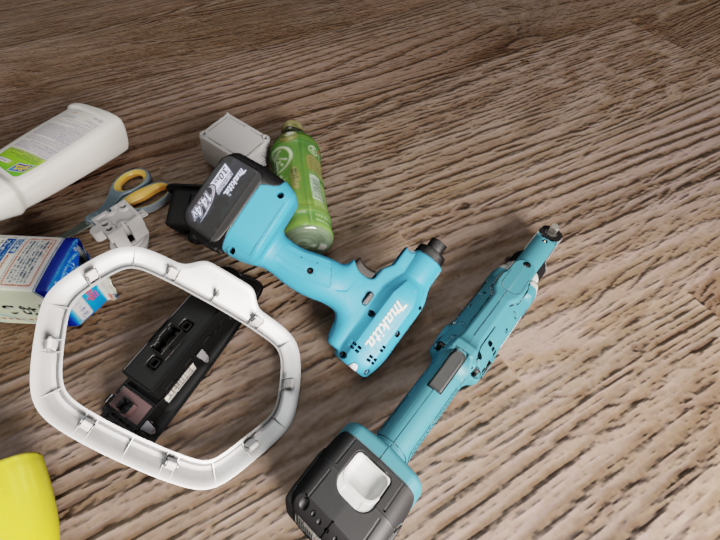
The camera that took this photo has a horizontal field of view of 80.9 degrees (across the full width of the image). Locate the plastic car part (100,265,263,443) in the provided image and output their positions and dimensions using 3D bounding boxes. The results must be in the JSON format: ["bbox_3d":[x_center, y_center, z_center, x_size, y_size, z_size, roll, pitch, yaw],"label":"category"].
[{"bbox_3d":[-0.181,0.069,0.439,0.069,0.064,0.202,20,54,20],"label":"plastic car part"}]

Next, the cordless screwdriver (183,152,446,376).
[{"bbox_3d":[-0.043,-0.028,0.436,0.249,0.074,0.159,38,83,1],"label":"cordless screwdriver"}]

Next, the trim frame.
[{"bbox_3d":[-0.164,0.079,0.386,0.243,0.028,0.185,31,56,-11],"label":"trim frame"}]

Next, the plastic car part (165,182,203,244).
[{"bbox_3d":[-0.195,-0.068,0.541,0.118,0.064,0.072,3,69,6],"label":"plastic car part"}]

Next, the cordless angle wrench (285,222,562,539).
[{"bbox_3d":[0.101,0.079,0.416,0.077,0.095,0.417,35,57,20],"label":"cordless angle wrench"}]
